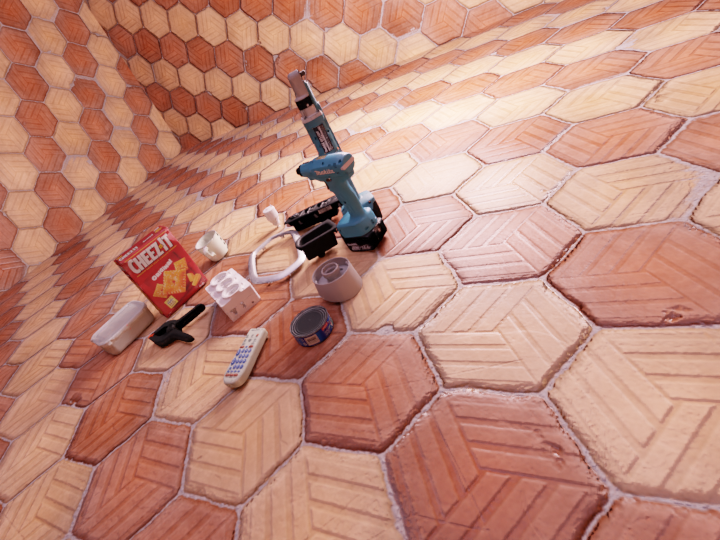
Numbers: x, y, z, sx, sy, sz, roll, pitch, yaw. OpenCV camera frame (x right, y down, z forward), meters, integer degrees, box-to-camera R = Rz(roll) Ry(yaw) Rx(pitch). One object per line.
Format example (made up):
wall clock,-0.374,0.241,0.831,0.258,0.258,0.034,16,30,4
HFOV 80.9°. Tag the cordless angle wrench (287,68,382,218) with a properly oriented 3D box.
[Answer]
cordless angle wrench,-0.070,-0.281,1.030,0.098,0.405,0.077,-29,29,-1

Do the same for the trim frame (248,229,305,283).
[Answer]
trim frame,-0.231,-0.041,1.182,0.184,0.026,0.259,-29,32,1

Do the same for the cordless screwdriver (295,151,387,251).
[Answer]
cordless screwdriver,-0.047,-0.161,1.003,0.167,0.238,0.074,2,41,42

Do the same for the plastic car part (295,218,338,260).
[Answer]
plastic car part,-0.106,-0.069,1.083,0.116,0.068,0.069,-35,31,-9

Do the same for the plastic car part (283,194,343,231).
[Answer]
plastic car part,-0.128,-0.166,1.239,0.208,0.064,0.067,-16,33,20
